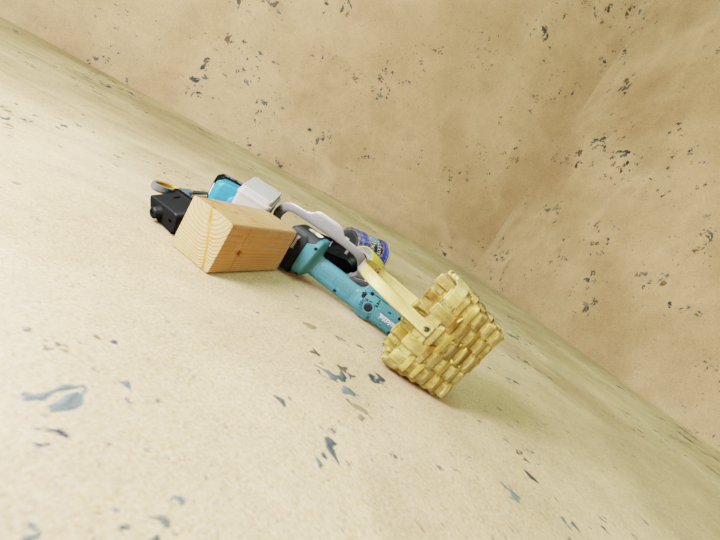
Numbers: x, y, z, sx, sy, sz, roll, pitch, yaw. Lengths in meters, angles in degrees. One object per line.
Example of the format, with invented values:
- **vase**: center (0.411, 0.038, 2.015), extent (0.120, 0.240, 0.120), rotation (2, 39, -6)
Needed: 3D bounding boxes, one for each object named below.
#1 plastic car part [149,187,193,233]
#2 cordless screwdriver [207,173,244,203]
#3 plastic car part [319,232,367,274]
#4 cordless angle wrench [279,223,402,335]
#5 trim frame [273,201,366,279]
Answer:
- **plastic car part**: center (-0.326, -0.099, 0.735), extent (0.122, 0.065, 0.068), rotation (33, 25, 27)
- **cordless screwdriver**: center (-0.305, -0.147, 0.945), extent (0.152, 0.074, 0.261), rotation (23, 17, -31)
- **plastic car part**: center (-0.070, -0.040, 1.020), extent (0.214, 0.065, 0.065), rotation (21, 31, 33)
- **cordless angle wrench**: center (0.019, 0.065, 0.830), extent (0.432, 0.098, 0.073), rotation (37, 12, 10)
- **trim frame**: center (-0.091, -0.060, 0.930), extent (0.252, 0.027, 0.183), rotation (37, -31, 6)
